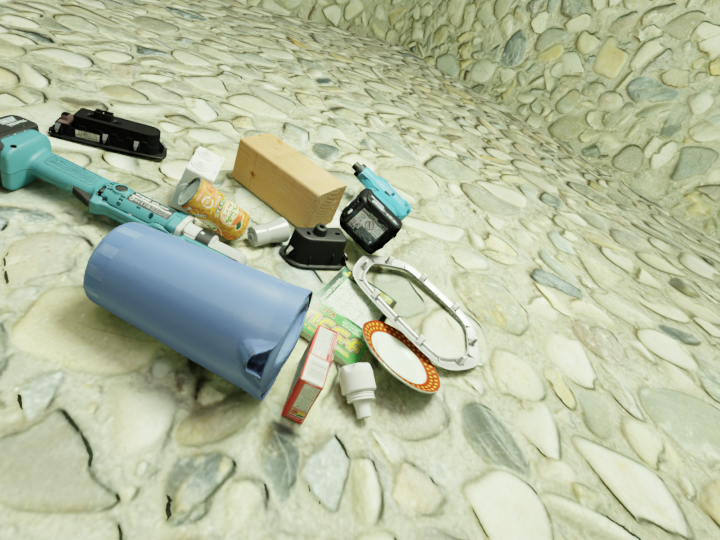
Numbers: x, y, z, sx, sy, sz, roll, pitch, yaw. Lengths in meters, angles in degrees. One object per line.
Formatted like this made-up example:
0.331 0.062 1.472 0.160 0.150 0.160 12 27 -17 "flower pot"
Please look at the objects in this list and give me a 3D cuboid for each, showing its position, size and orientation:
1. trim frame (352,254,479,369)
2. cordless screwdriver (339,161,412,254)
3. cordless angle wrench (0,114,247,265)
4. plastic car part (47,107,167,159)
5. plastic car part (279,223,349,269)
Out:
0.093 0.057 0.689 0.177 0.027 0.258 -18 57 -47 "trim frame"
0.020 -0.136 0.823 0.158 0.075 0.248 45 24 -5 "cordless screwdriver"
-0.361 -0.100 0.628 0.423 0.074 0.098 26 35 0 "cordless angle wrench"
-0.462 -0.261 0.792 0.197 0.066 0.069 15 29 -16 "plastic car part"
-0.070 -0.046 0.712 0.111 0.070 0.069 3 39 -32 "plastic car part"
